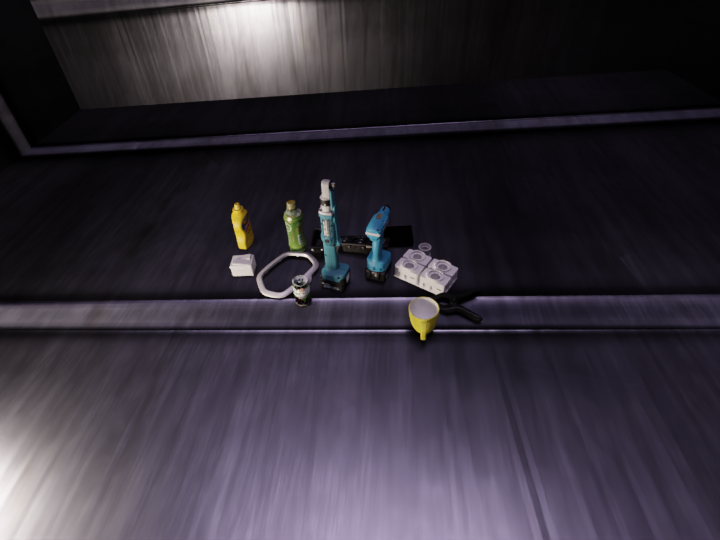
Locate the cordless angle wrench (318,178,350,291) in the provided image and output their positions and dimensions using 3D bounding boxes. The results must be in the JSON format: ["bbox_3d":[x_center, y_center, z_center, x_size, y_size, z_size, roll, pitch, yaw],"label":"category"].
[{"bbox_3d":[-0.095,-0.109,1.359,0.101,0.408,0.074,13,43,17],"label":"cordless angle wrench"}]

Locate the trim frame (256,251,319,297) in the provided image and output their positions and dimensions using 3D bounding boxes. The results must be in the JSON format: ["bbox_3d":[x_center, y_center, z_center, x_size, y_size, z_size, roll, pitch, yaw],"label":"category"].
[{"bbox_3d":[-0.264,0.011,1.534,0.194,0.026,0.245,24,50,30],"label":"trim frame"}]

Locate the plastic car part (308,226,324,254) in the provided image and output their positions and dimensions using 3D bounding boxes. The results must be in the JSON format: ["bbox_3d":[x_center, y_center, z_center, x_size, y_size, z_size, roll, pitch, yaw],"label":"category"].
[{"bbox_3d":[-0.158,-0.103,1.616,0.067,0.068,0.120,-1,42,4],"label":"plastic car part"}]

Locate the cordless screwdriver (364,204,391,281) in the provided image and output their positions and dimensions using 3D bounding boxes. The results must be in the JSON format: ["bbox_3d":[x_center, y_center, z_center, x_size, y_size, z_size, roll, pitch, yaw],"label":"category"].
[{"bbox_3d":[0.068,-0.093,1.444,0.077,0.240,0.159,12,44,17],"label":"cordless screwdriver"}]

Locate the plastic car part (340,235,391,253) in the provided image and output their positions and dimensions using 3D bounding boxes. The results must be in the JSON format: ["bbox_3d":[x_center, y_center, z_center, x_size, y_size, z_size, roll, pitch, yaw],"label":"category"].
[{"bbox_3d":[0.010,-0.096,1.588,0.209,0.064,0.067,8,43,16],"label":"plastic car part"}]
